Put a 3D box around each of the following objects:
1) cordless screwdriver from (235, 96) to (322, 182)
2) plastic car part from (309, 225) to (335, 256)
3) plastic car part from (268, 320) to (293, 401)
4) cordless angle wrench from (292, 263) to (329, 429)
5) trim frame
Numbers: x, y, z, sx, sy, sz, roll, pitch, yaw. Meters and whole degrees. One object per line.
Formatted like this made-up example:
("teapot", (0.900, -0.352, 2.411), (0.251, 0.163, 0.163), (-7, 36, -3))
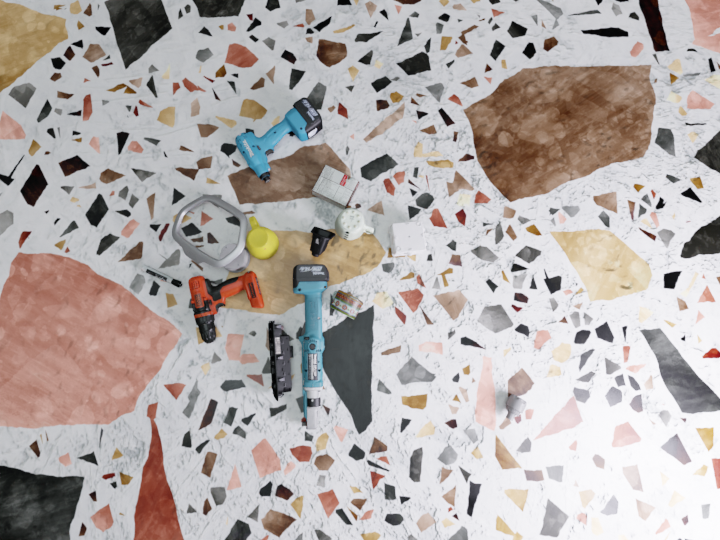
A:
("cordless screwdriver", (-0.220, -0.372, 1.215), (0.248, 0.073, 0.161), (-32, 82, -1))
("plastic car part", (-0.112, -0.073, 1.146), (0.066, 0.117, 0.070), (18, 105, -1))
("plastic car part", (-0.211, 0.235, 1.114), (0.064, 0.068, 0.205), (4, 78, -28))
("cordless angle wrench", (-0.128, 0.196, 1.114), (0.098, 0.074, 0.426), (-1, 82, -1))
("trim frame", (-0.414, -0.109, 1.159), (0.259, 0.026, 0.184), (29, 80, 21))
